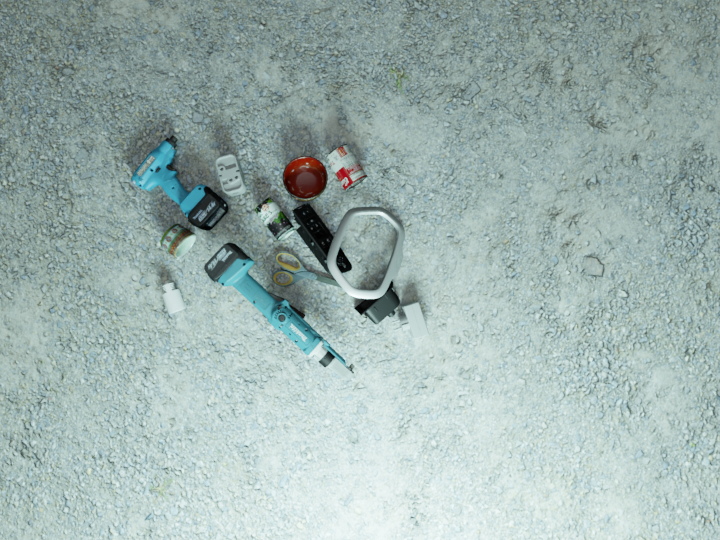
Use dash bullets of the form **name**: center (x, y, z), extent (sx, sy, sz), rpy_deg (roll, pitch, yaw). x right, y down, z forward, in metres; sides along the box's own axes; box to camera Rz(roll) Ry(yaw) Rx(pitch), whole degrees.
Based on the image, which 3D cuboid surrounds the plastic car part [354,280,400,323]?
- **plastic car part**: center (0.054, 0.088, 1.046), extent (0.116, 0.068, 0.069), rpy_deg (-36, 103, -6)

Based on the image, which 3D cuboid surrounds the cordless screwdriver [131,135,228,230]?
- **cordless screwdriver**: center (-0.447, -0.224, 1.078), extent (0.253, 0.073, 0.159), rpy_deg (36, 86, 8)

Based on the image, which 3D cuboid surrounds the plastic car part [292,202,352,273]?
- **plastic car part**: center (-0.103, -0.068, 1.057), extent (0.206, 0.065, 0.068), rpy_deg (50, 125, 7)

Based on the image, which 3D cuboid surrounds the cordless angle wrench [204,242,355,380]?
- **cordless angle wrench**: center (-0.182, 0.106, 0.991), extent (0.425, 0.074, 0.098), rpy_deg (42, 85, 3)

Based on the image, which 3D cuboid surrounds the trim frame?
- **trim frame**: center (0.019, -0.049, 1.038), extent (0.182, 0.027, 0.250), rpy_deg (22, 67, -5)
